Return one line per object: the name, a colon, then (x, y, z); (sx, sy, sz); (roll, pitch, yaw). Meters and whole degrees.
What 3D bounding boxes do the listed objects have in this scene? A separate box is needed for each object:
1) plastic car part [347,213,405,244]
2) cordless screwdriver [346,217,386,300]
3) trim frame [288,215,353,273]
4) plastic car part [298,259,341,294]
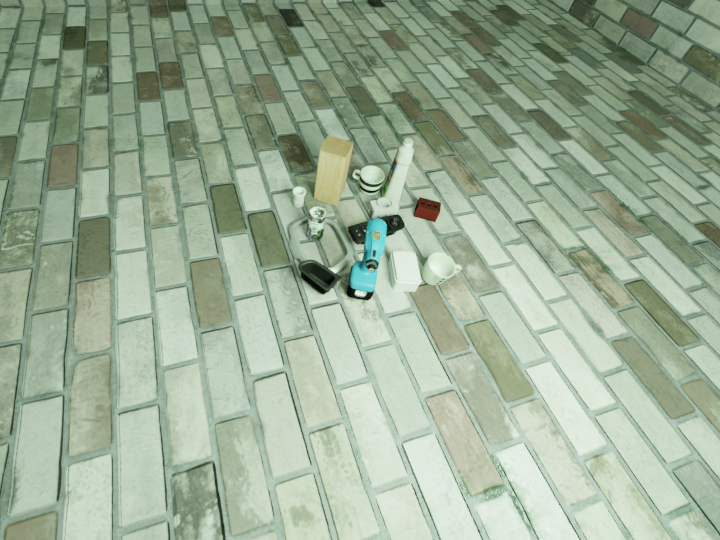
plastic car part: (0.053, -0.124, 1.345); (0.198, 0.065, 0.069); (-21, 58, -23)
cordless screwdriver: (0.017, -0.003, 1.128); (0.074, 0.244, 0.163); (12, 51, -3)
trim frame: (-0.129, -0.084, 1.314); (0.180, 0.027, 0.260); (-15, 54, -18)
plastic car part: (-0.123, 0.024, 1.200); (0.120, 0.069, 0.065); (33, 53, 17)
